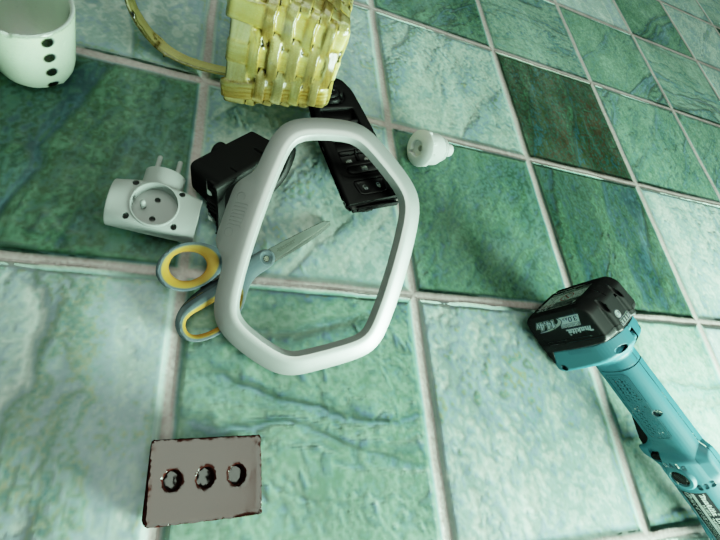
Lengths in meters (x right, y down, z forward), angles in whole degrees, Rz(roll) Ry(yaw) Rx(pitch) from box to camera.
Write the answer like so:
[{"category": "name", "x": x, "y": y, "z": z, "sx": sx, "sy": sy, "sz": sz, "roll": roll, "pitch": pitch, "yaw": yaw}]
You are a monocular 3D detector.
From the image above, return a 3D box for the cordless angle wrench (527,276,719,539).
[{"category": "cordless angle wrench", "x": 0.355, "y": 0.207, "z": 0.461, "sx": 0.073, "sy": 0.099, "sz": 0.428, "roll": -30, "pitch": 82, "yaw": -30}]

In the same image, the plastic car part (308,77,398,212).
[{"category": "plastic car part", "x": -0.017, "y": -0.146, "z": 0.495, "sx": 0.065, "sy": 0.066, "sz": 0.210, "roll": -16, "pitch": 67, "yaw": -10}]

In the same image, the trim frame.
[{"category": "trim frame", "x": -0.039, "y": -0.026, "z": 0.399, "sx": 0.179, "sy": 0.028, "sz": 0.249, "roll": 18, "pitch": 84, "yaw": -14}]

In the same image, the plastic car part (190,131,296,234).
[{"category": "plastic car part", "x": -0.130, "y": -0.105, "z": 0.440, "sx": 0.073, "sy": 0.065, "sz": 0.115, "roll": 33, "pitch": 53, "yaw": 10}]
